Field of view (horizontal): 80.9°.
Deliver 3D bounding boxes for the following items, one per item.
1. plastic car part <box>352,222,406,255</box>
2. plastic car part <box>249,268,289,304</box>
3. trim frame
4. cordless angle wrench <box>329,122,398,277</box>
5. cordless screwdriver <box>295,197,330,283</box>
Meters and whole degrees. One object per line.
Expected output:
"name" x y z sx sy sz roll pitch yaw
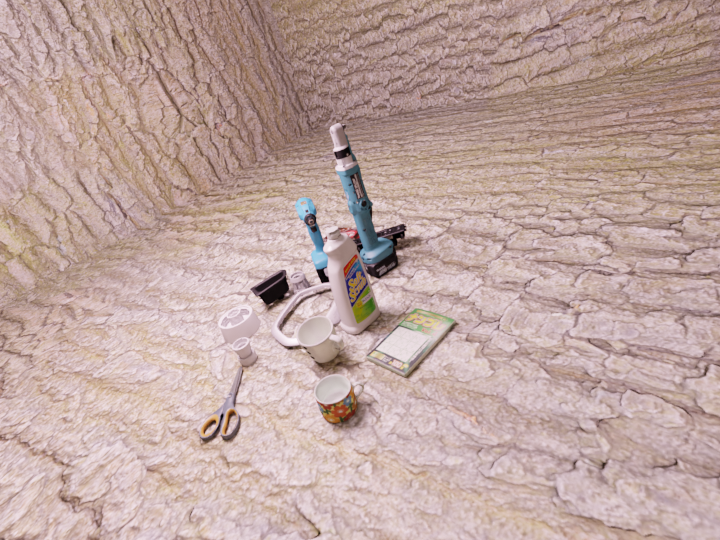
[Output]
"plastic car part" 0.045 -0.085 1.281 0.207 0.065 0.067 -13 28 15
"plastic car part" -0.251 0.057 1.230 0.115 0.068 0.069 -31 29 -19
"trim frame" -0.129 0.109 1.101 0.192 0.026 0.248 -4 33 29
"cordless angle wrench" -0.003 -0.179 1.115 0.096 0.408 0.078 -30 27 -22
"cordless screwdriver" -0.116 -0.076 1.189 0.074 0.240 0.165 -21 26 -4
